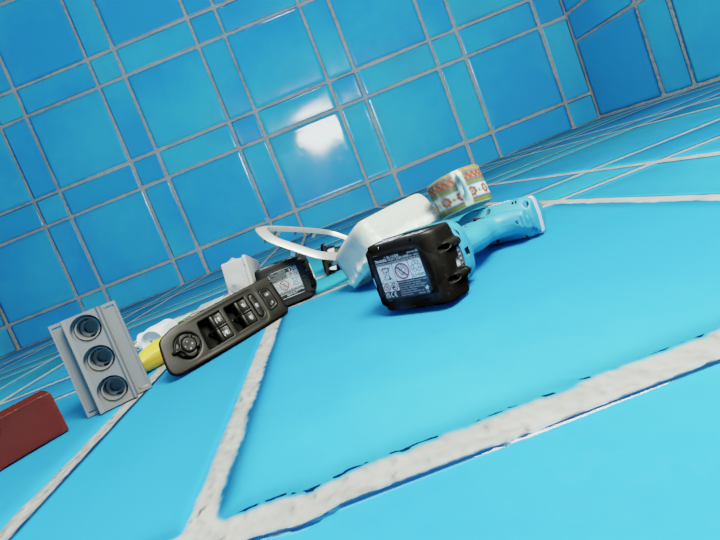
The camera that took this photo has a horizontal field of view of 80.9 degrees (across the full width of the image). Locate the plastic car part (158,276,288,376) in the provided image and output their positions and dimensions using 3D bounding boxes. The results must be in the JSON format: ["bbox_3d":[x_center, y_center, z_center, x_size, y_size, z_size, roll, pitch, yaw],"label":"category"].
[{"bbox_3d":[-0.201,0.080,0.607,0.069,0.066,0.198,-28,3,41],"label":"plastic car part"}]

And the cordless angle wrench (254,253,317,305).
[{"bbox_3d":[-0.148,0.001,0.906,0.098,0.074,0.427,-22,7,-3],"label":"cordless angle wrench"}]

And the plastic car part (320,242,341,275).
[{"bbox_3d":[-0.048,-0.030,0.901,0.071,0.066,0.117,-7,5,-3],"label":"plastic car part"}]

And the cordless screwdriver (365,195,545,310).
[{"bbox_3d":[0.102,-0.029,0.520,0.241,0.074,0.165,-25,9,-42],"label":"cordless screwdriver"}]

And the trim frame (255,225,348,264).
[{"bbox_3d":[-0.076,-0.049,0.773,0.195,0.027,0.237,28,21,37],"label":"trim frame"}]
